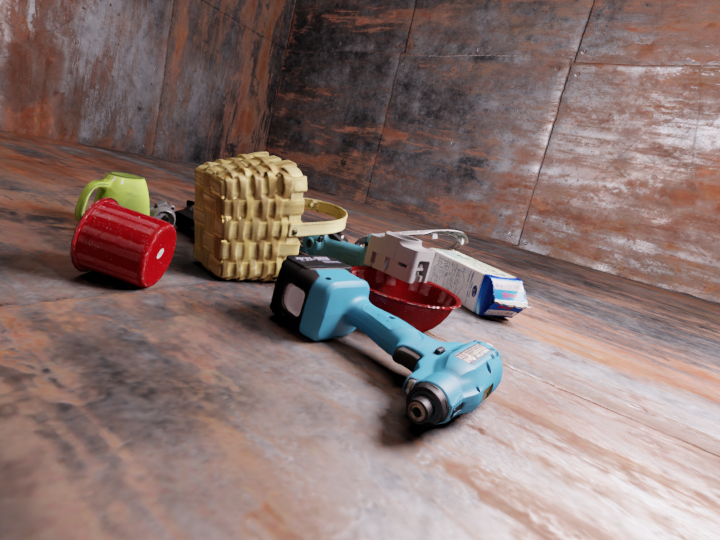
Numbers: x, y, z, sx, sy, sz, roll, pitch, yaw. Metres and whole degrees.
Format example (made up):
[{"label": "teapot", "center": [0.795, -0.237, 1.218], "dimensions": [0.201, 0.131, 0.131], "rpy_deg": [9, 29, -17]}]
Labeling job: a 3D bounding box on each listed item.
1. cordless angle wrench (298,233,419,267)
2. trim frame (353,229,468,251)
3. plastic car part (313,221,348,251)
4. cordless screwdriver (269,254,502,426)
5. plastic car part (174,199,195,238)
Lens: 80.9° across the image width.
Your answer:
[{"label": "cordless angle wrench", "center": [-0.082, -0.054, 0.838], "dimensions": [0.447, 0.097, 0.071], "rpy_deg": [19, 11, 41]}, {"label": "trim frame", "center": [0.105, -0.052, 0.919], "dimensions": [0.252, 0.028, 0.178], "rpy_deg": [0, -18, 7]}, {"label": "plastic car part", "center": [-0.074, -0.068, 0.972], "dimensions": [0.123, 0.066, 0.067], "rpy_deg": [22, -2, 45]}, {"label": "cordless screwdriver", "center": [0.005, 0.062, 0.432], "dimensions": [0.262, 0.074, 0.152], "rpy_deg": [26, 17, 32]}, {"label": "plastic car part", "center": [-0.290, -0.080, 0.789], "dimensions": [0.065, 0.064, 0.215], "rpy_deg": [-28, 37, -34]}]
